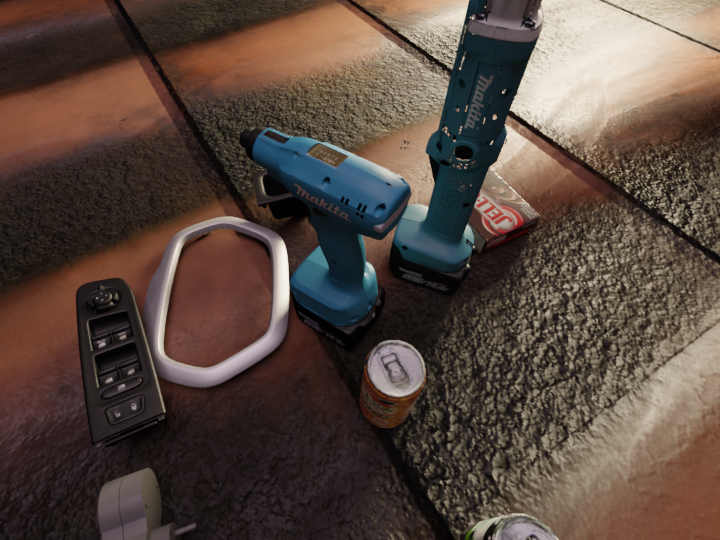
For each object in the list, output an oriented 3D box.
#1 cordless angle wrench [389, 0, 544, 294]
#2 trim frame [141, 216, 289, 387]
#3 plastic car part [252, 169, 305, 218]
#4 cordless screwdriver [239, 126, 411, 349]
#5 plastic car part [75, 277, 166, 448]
[{"bbox_3d":[0.099,-0.124,0.392,0.100,0.410,0.075,20,56,11],"label":"cordless angle wrench"},{"bbox_3d":[-0.181,0.025,0.531,0.184,0.027,0.257,-6,54,-2],"label":"trim frame"},{"bbox_3d":[-0.088,-0.107,0.597,0.115,0.069,0.069,-11,55,-7],"label":"plastic car part"},{"bbox_3d":[-0.042,-0.028,0.431,0.165,0.241,0.074,31,59,19],"label":"cordless screwdriver"},{"bbox_3d":[-0.262,0.091,0.462,0.065,0.065,0.213,-24,57,-17],"label":"plastic car part"}]
